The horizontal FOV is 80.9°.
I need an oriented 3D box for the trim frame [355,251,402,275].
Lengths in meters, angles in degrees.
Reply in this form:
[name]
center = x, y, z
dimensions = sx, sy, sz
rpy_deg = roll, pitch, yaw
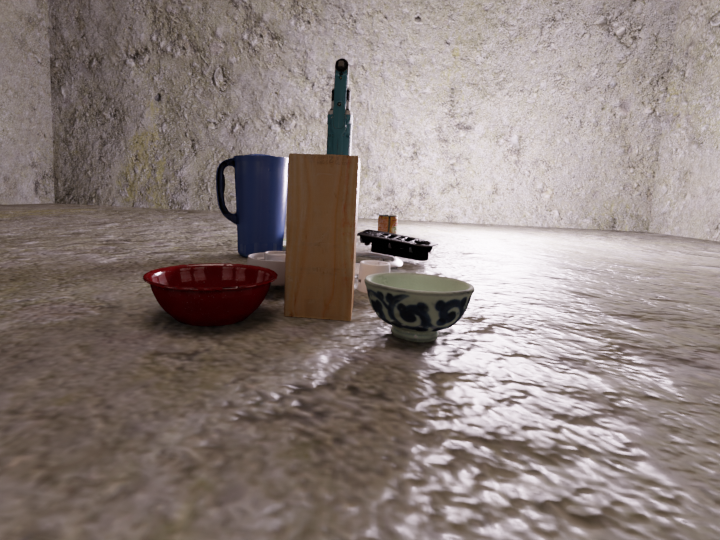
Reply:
[trim frame]
center = -0.033, -0.017, 0.898
dimensions = 0.244, 0.027, 0.190
rpy_deg = 0, 10, -13

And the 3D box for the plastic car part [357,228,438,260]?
[plastic car part]
center = 0.090, -0.061, 1.060
dimensions = 0.213, 0.066, 0.064
rpy_deg = 9, 10, 31

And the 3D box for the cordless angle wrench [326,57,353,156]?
[cordless angle wrench]
center = -0.047, -0.212, 0.870
dimensions = 0.075, 0.420, 0.098
rpy_deg = 4, 7, 4
